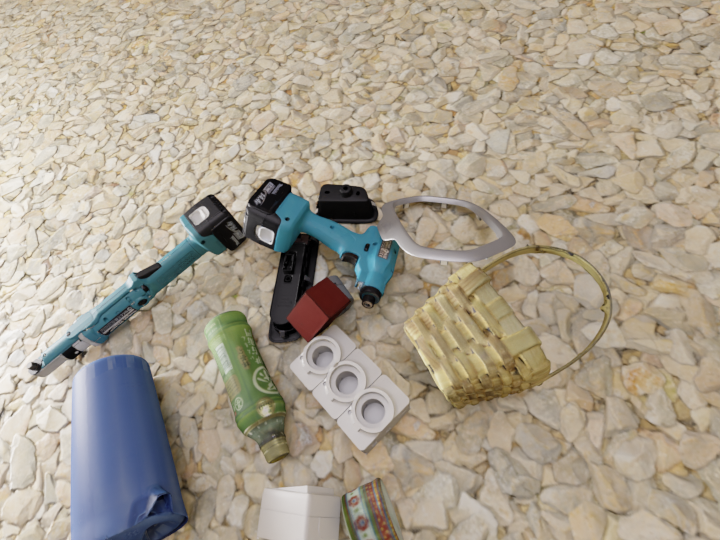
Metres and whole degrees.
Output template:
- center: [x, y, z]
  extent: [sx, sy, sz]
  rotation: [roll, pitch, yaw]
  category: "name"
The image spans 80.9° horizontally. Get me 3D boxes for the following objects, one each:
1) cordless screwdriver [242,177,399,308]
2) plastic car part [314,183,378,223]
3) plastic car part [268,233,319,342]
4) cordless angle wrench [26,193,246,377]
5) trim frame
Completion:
- center: [-0.065, -0.042, 0.664]
  extent: [0.250, 0.073, 0.161]
  rotation: [20, 47, 1]
  category: "cordless screwdriver"
- center: [-0.029, -0.126, 0.754]
  extent: [0.120, 0.068, 0.067]
  rotation: [3, 63, 16]
  category: "plastic car part"
- center: [-0.112, 0.018, 0.699]
  extent: [0.067, 0.065, 0.207]
  rotation: [3, 64, 3]
  category: "plastic car part"
- center: [-0.391, 0.036, 0.739]
  extent: [0.421, 0.094, 0.078]
  rotation: [-42, 63, -7]
  category: "cordless angle wrench"
- center: [0.121, -0.069, 0.650]
  extent: [0.183, 0.027, 0.257]
  rotation: [-4, 30, -6]
  category: "trim frame"
